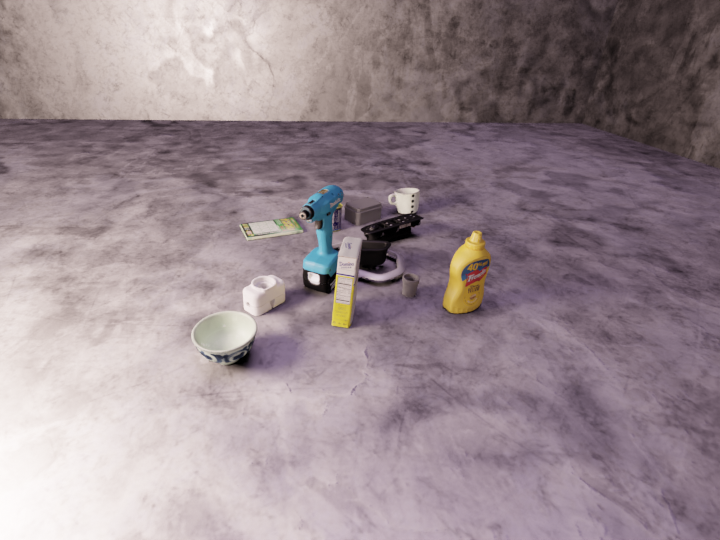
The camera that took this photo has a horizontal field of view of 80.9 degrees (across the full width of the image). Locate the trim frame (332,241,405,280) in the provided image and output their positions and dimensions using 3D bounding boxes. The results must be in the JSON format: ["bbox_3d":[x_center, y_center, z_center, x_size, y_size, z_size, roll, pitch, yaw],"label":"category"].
[{"bbox_3d":[0.002,-0.029,1.143,0.261,0.027,0.180,19,34,28],"label":"trim frame"}]

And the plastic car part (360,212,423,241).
[{"bbox_3d":[0.090,-0.124,1.275,0.197,0.065,0.070,-14,33,-26],"label":"plastic car part"}]

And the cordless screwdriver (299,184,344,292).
[{"bbox_3d":[-0.096,-0.063,0.981,0.077,0.243,0.157,15,30,19],"label":"cordless screwdriver"}]

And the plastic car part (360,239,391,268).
[{"bbox_3d":[0.020,-0.040,1.121,0.118,0.069,0.067,5,29,4],"label":"plastic car part"}]
